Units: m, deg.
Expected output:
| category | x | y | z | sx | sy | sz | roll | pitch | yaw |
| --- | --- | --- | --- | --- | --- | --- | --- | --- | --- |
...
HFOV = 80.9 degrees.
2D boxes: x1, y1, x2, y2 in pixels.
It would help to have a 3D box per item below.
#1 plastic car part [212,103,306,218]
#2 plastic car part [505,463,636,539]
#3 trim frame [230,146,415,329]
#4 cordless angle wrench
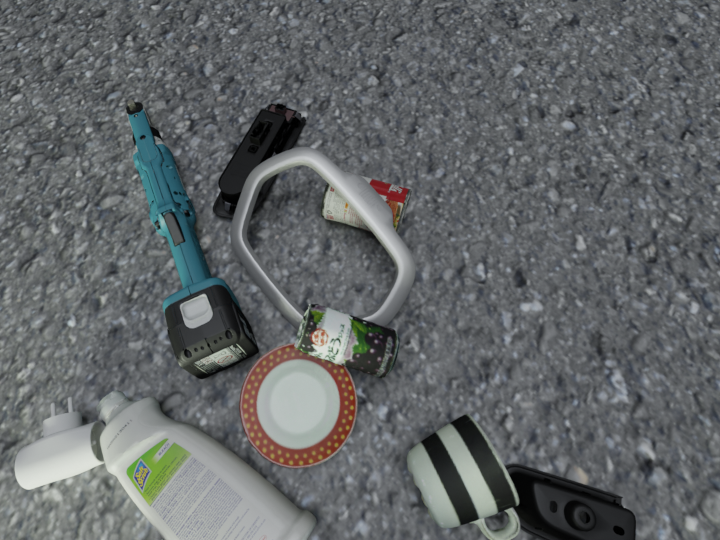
| category | x | y | z | sx | sy | sz | roll | pitch | yaw |
| --- | --- | --- | --- | --- | --- | --- | --- | --- | --- |
| plastic car part | -0.143 | -0.162 | 0.595 | 0.067 | 0.066 | 0.204 | 21 | 71 | 2 |
| plastic car part | 0.199 | 0.228 | 0.395 | 0.118 | 0.069 | 0.066 | 18 | 67 | 6 |
| trim frame | -0.050 | -0.033 | 0.509 | 0.185 | 0.027 | 0.253 | -42 | 80 | 9 |
| cordless angle wrench | -0.245 | -0.075 | 0.551 | 0.074 | 0.095 | 0.441 | -25 | 63 | -10 |
